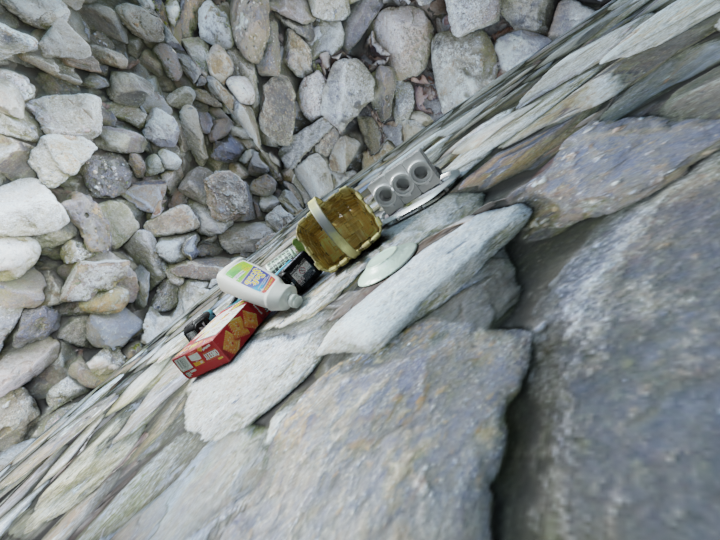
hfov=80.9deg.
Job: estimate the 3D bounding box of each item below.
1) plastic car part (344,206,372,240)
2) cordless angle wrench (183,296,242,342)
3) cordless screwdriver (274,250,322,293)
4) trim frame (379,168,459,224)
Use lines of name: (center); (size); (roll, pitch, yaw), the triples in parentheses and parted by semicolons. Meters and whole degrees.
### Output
plastic car part: (-0.047, -0.083, 1.105); (0.203, 0.066, 0.067); (-42, 1, 6)
cordless angle wrench: (-0.344, 0.087, 1.277); (0.076, 0.097, 0.417); (-29, 12, 38)
cordless screwdriver: (-0.201, 0.029, 1.127); (0.158, 0.073, 0.255); (-46, 12, -18)
trim frame: (0.140, -0.178, 1.054); (0.255, 0.027, 0.183); (-27, 18, 40)
